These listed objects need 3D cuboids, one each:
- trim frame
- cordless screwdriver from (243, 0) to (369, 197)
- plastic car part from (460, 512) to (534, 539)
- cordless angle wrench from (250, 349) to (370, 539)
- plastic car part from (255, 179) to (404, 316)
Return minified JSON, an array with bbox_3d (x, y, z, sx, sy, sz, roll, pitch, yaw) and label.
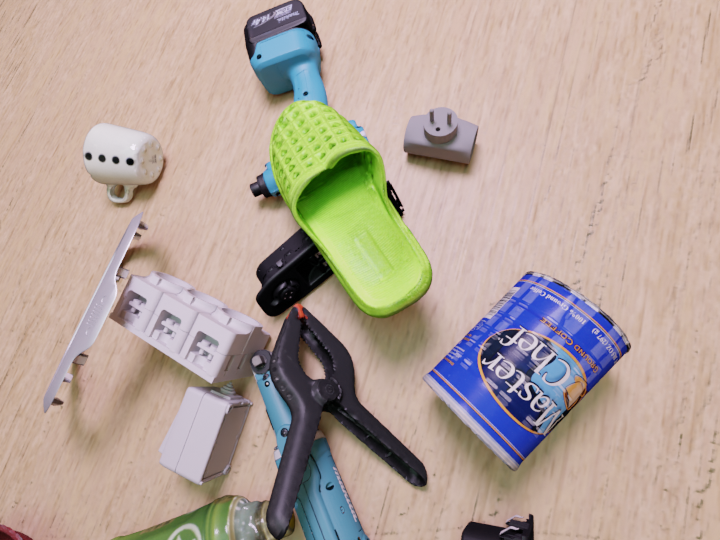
[{"bbox_3d":[-0.309,0.043,0.500,0.191,0.026,0.249,1,66,59],"label":"trim frame"},{"bbox_3d":[-0.097,-0.220,0.558,0.161,0.072,0.255,-22,73,7],"label":"cordless screwdriver"},{"bbox_3d":[0.110,0.269,0.358,0.074,0.062,0.117,2,77,29],"label":"plastic car part"},{"bbox_3d":[-0.013,0.265,0.379,0.074,0.094,0.440,-31,64,2],"label":"cordless angle wrench"},{"bbox_3d":[-0.048,-0.031,0.490,0.203,0.063,0.070,-44,60,-2],"label":"plastic car part"}]
